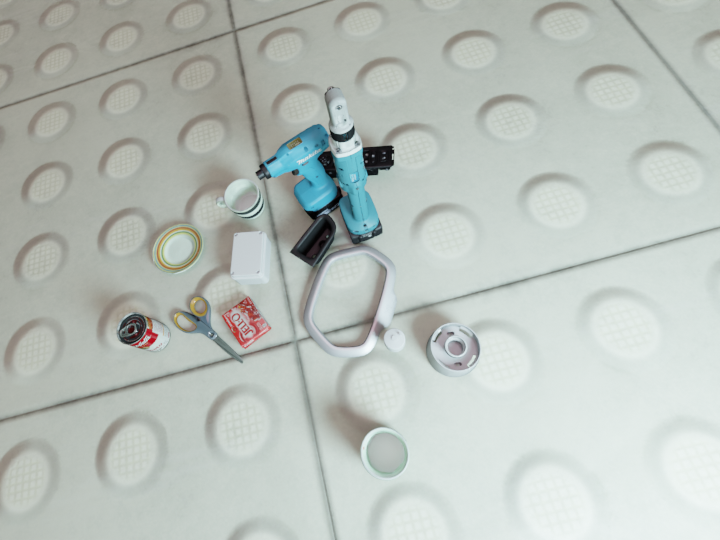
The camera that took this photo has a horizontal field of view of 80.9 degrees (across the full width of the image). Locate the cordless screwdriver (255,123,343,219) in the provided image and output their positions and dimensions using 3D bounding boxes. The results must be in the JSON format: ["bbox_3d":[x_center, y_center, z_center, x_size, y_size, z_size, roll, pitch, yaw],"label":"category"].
[{"bbox_3d":[-0.124,-0.191,0.907,0.158,0.240,0.077,-33,69,-6],"label":"cordless screwdriver"}]

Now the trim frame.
[{"bbox_3d":[-0.019,0.061,0.898,0.190,0.026,0.250,13,71,16],"label":"trim frame"}]

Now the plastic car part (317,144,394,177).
[{"bbox_3d":[-0.021,-0.255,1.010,0.207,0.064,0.067,1,69,11],"label":"plastic car part"}]

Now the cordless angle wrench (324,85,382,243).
[{"bbox_3d":[-0.016,-0.176,0.787,0.074,0.408,0.101,-20,68,-2],"label":"cordless angle wrench"}]

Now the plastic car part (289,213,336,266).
[{"bbox_3d":[-0.092,-0.060,0.940,0.068,0.068,0.116,31,76,18],"label":"plastic car part"}]
